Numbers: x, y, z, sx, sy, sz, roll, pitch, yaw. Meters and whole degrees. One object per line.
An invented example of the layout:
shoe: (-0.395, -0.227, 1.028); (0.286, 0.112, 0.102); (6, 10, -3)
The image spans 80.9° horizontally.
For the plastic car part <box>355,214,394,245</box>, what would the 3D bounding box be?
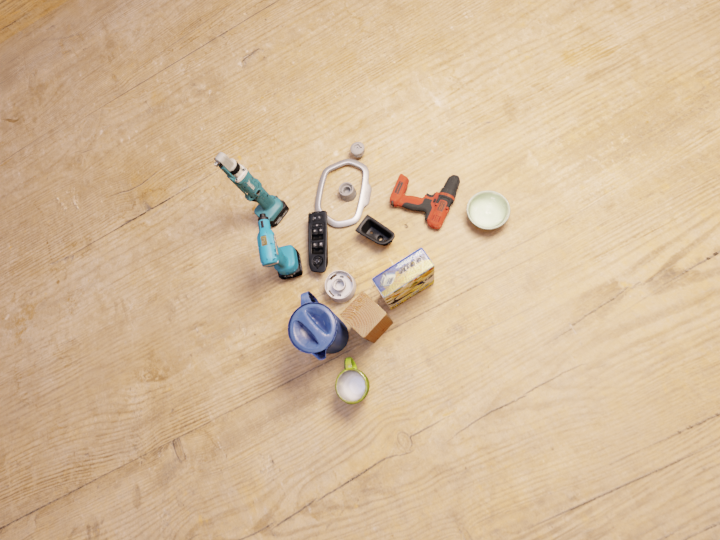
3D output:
plastic car part: (0.053, -0.112, 1.328); (0.121, 0.068, 0.066); (35, 84, 20)

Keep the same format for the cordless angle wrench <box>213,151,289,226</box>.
cordless angle wrench: (-0.330, -0.248, 1.285); (0.077, 0.408, 0.098); (35, 84, 16)

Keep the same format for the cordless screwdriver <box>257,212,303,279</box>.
cordless screwdriver: (-0.254, -0.067, 1.300); (0.075, 0.240, 0.163); (-15, 73, 6)

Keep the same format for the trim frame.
trim frame: (-0.058, -0.262, 1.424); (0.189, 0.026, 0.251); (6, 75, 16)

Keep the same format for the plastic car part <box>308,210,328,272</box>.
plastic car part: (-0.134, -0.088, 1.370); (0.068, 0.064, 0.206); (-4, 73, 11)
